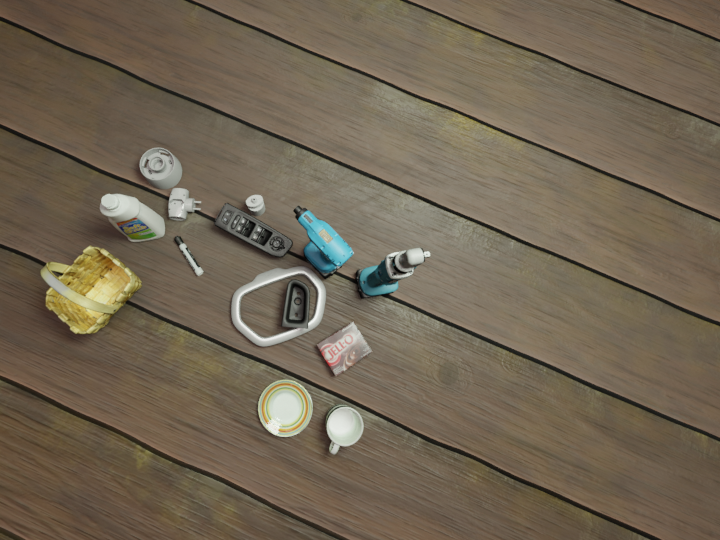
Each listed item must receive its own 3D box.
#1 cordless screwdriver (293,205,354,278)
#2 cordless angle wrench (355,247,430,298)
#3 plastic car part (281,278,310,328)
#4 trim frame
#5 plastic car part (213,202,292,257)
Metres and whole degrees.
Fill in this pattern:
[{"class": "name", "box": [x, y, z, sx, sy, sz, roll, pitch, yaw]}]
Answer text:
[{"class": "cordless screwdriver", "box": [-0.098, -0.064, 1.002, 0.074, 0.248, 0.161, -43, 88, -11]}, {"class": "cordless angle wrench", "box": [0.062, 0.004, 0.906, 0.097, 0.422, 0.075, -9, 83, -9]}, {"class": "plastic car part", "box": [-0.159, 0.084, 1.060, 0.066, 0.070, 0.118, 5, 79, -4]}, {"class": "trim frame", "box": [-0.207, 0.086, 1.079, 0.247, 0.027, 0.187, -21, 80, -6]}, {"class": "plastic car part", "box": [-0.273, -0.095, 1.093, 0.204, 0.066, 0.066, 28, 79, 3]}]
